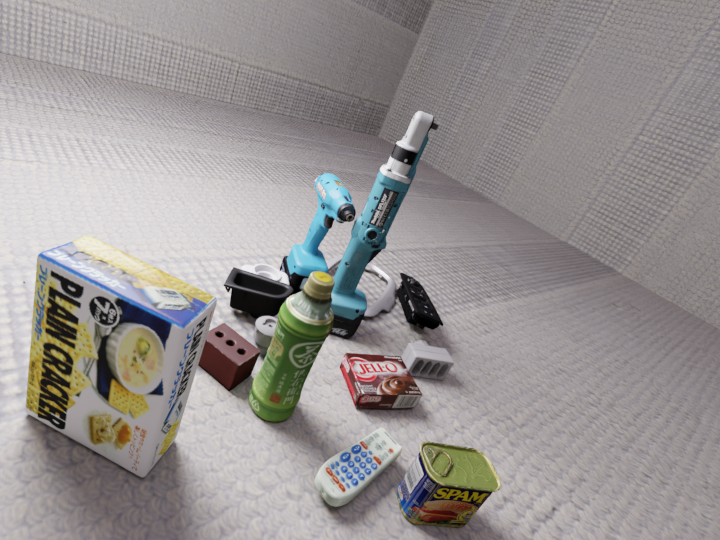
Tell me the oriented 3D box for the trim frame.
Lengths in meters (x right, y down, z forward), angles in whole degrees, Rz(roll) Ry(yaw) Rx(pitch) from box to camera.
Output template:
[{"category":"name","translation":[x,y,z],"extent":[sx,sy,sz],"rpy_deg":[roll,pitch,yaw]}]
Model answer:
[{"category":"trim frame","translation":[-0.005,0.032,0.977],"extent":[0.189,0.027,0.244],"rpy_deg":[27,26,11]}]

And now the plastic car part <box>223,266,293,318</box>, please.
[{"category":"plastic car part","translation":[-0.185,0.050,0.751],"extent":[0.115,0.070,0.067],"rpy_deg":[20,25,-6]}]

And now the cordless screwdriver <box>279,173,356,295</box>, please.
[{"category":"cordless screwdriver","translation":[-0.081,-0.053,0.828],"extent":[0.071,0.247,0.167],"rpy_deg":[11,28,-27]}]

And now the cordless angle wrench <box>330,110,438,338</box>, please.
[{"category":"cordless angle wrench","translation":[0.020,-0.070,0.739],"extent":[0.096,0.419,0.076],"rpy_deg":[20,25,-10]}]

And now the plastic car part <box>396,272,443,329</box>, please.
[{"category":"plastic car part","translation":[0.122,0.073,0.949],"extent":[0.065,0.066,0.209],"rpy_deg":[17,26,-13]}]
